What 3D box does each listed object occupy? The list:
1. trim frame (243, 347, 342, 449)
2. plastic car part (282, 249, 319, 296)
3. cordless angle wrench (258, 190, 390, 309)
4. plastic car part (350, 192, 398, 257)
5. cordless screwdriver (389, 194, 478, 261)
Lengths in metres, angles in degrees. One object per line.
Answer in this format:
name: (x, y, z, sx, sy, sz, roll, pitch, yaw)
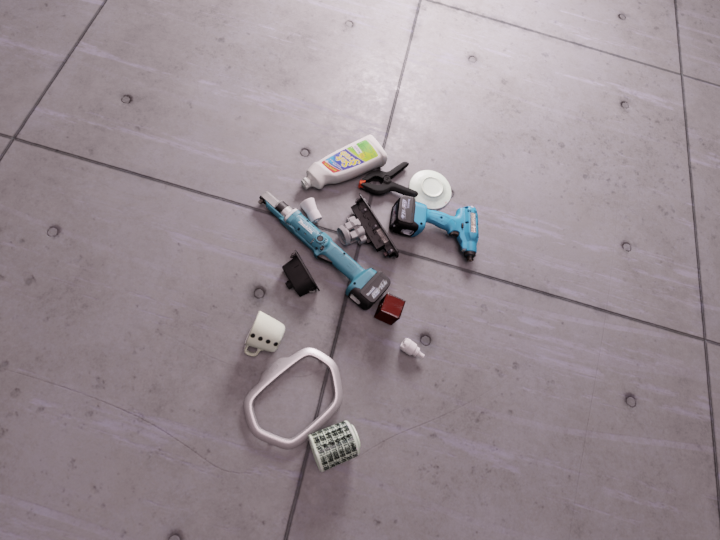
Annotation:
trim frame: (-0.155, 0.296, 0.996, 0.246, 0.027, 0.188, -39, 79, -17)
plastic car part: (-0.163, 0.016, 1.090, 0.071, 0.065, 0.119, -28, 79, -2)
cordless angle wrench: (-0.110, -0.072, 1.122, 0.433, 0.073, 0.097, 41, 69, 12)
plastic car part: (0.033, -0.117, 1.162, 0.068, 0.064, 0.208, -29, 75, 9)
cordless screwdriver: (0.209, -0.116, 1.173, 0.245, 0.074, 0.162, 8, 69, -8)
